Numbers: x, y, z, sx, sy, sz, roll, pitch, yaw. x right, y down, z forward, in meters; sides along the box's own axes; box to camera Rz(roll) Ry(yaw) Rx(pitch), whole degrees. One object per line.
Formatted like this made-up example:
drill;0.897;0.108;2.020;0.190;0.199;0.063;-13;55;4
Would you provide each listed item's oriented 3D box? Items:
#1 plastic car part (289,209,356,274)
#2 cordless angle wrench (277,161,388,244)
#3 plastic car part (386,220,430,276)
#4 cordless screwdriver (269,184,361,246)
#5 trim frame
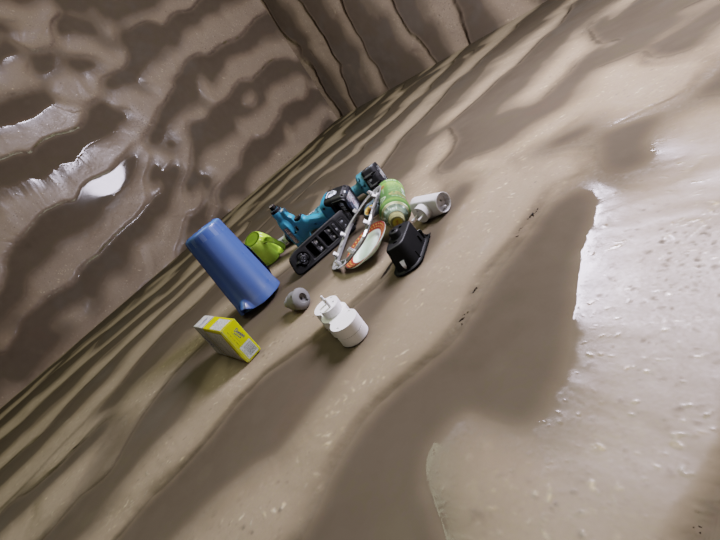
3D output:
plastic car part;-0.109;-0.071;1.114;0.201;0.065;0.069;-44;12;-17
cordless angle wrench;-0.109;-0.182;1.313;0.430;0.073;0.098;-31;12;20
plastic car part;0.081;-0.052;0.797;0.068;0.069;0.117;-24;22;33
cordless screwdriver;-0.133;-0.166;1.199;0.256;0.152;0.075;-21;32;32
trim frame;-0.009;-0.103;0.989;0.186;0.027;0.251;-43;20;44
